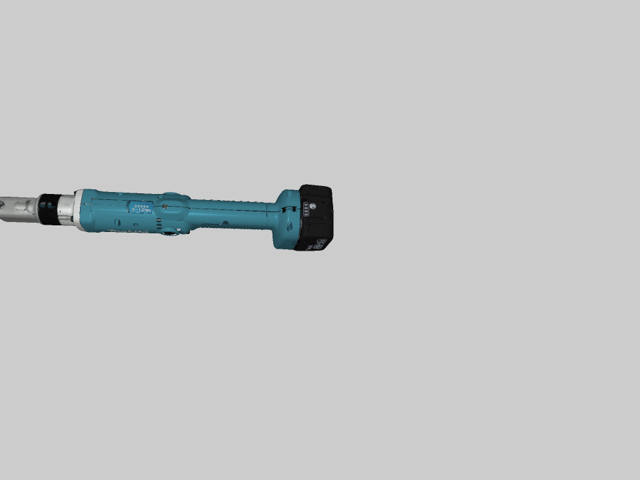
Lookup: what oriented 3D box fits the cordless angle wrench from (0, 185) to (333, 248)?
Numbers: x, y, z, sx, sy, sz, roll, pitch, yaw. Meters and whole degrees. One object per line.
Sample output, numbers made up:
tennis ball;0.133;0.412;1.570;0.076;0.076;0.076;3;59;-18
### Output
cordless angle wrench;-0.196;-0.034;0.562;0.423;0.074;0.098;2;-15;-11
